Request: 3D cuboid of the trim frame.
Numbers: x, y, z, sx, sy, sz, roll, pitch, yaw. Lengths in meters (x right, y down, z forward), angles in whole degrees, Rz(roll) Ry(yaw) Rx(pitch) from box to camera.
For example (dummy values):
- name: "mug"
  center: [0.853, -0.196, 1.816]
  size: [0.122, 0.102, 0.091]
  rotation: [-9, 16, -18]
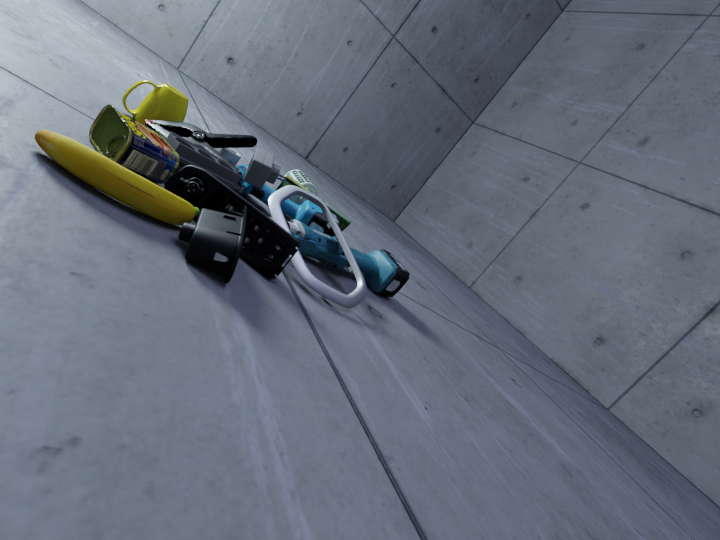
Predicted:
- name: "trim frame"
  center: [-0.070, -0.046, 0.717]
  size: [0.175, 0.028, 0.258]
  rotation: [1, 53, -51]

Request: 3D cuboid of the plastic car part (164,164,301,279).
- name: "plastic car part"
  center: [-0.180, -0.074, 0.597]
  size: [0.203, 0.066, 0.067]
  rotation: [37, 1, 0]

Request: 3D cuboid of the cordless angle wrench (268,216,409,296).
- name: "cordless angle wrench"
  center: [-0.056, -0.037, 0.820]
  size: [0.399, 0.074, 0.103]
  rotation: [21, 24, -47]

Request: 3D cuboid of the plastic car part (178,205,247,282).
- name: "plastic car part"
  center: [-0.175, -0.039, 0.498]
  size: [0.069, 0.065, 0.120]
  rotation: [18, 20, -17]

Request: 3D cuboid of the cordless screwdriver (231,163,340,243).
- name: "cordless screwdriver"
  center: [-0.162, -0.129, 0.858]
  size: [0.245, 0.074, 0.162]
  rotation: [32, 14, -10]
